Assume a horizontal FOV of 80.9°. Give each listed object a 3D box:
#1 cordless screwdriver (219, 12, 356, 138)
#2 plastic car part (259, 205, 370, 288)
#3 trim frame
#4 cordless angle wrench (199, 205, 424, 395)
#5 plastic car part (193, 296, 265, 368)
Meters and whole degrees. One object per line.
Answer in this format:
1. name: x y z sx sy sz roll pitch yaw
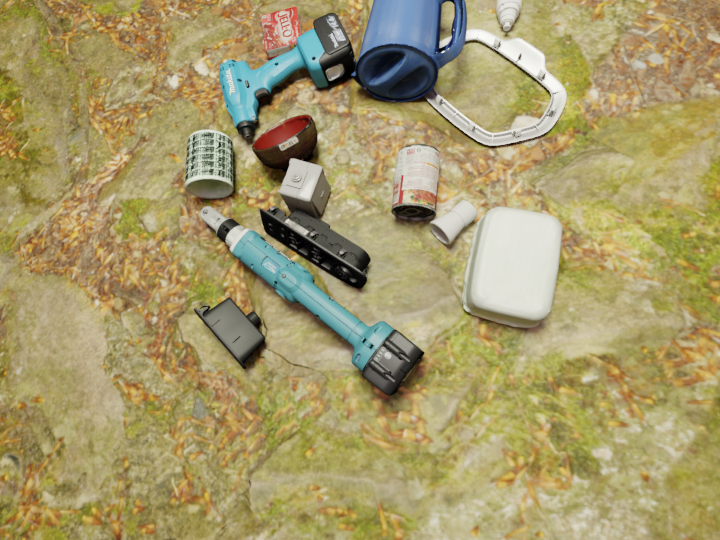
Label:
1. cordless screwdriver: -0.130 -0.343 0.761 0.252 0.071 0.163 -19 72 9
2. plastic car part: -0.065 -0.043 0.669 0.210 0.065 0.066 36 57 19
3. trim frame: 0.216 -0.312 0.706 0.184 0.026 0.258 -40 69 -3
4. cordless angle wrench: -0.102 0.018 0.642 0.440 0.094 0.074 36 86 21
5. plastic car part: -0.192 0.088 0.657 0.120 0.064 0.070 40 70 14
